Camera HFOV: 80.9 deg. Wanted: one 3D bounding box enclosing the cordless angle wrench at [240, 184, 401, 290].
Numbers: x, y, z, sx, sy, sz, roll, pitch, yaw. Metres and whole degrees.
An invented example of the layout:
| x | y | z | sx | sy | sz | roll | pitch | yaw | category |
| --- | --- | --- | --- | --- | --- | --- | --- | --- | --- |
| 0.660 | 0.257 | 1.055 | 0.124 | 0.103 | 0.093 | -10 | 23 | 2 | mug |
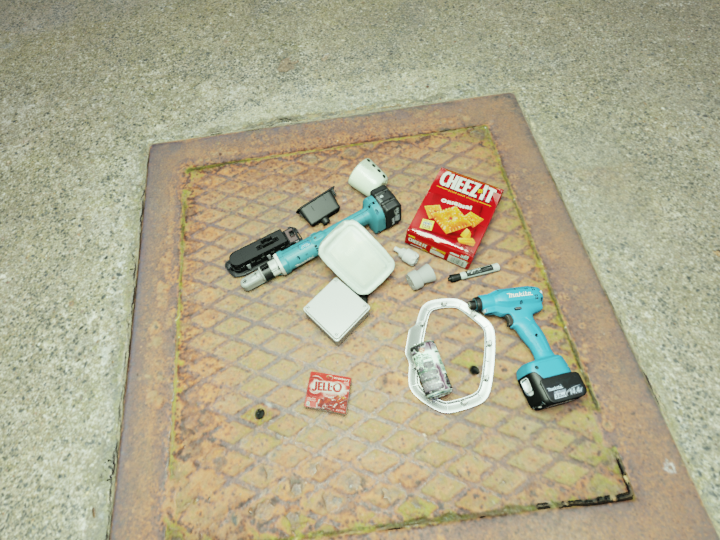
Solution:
| x | y | z | sx | sy | sz | roll | pitch | yaw | category |
| --- | --- | --- | --- | --- | --- | --- | --- | --- | --- |
| -0.100 | -0.065 | 1.022 | 0.421 | 0.094 | 0.078 | -29 | 63 | -6 | cordless angle wrench |

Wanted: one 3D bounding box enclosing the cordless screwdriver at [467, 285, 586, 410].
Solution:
| x | y | z | sx | sy | sz | roll | pitch | yaw | category |
| --- | --- | --- | --- | --- | --- | --- | --- | --- | --- |
| 0.332 | 0.152 | 0.869 | 0.158 | 0.072 | 0.258 | -8 | 59 | -7 | cordless screwdriver |

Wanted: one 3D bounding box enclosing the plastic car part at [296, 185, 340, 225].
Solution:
| x | y | z | sx | sy | sz | roll | pitch | yaw | category |
| --- | --- | --- | --- | --- | --- | --- | --- | --- | --- |
| -0.099 | -0.153 | 1.085 | 0.116 | 0.065 | 0.072 | -36 | 81 | -10 | plastic car part |

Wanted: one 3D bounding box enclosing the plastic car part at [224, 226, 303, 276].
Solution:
| x | y | z | sx | sy | sz | roll | pitch | yaw | category |
| --- | --- | --- | --- | --- | --- | --- | --- | --- | --- |
| -0.241 | -0.049 | 1.044 | 0.202 | 0.065 | 0.068 | -29 | 73 | -6 | plastic car part |

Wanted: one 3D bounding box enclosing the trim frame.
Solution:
| x | y | z | sx | sy | sz | roll | pitch | yaw | category |
| --- | --- | --- | --- | --- | --- | --- | --- | --- | --- |
| 0.191 | 0.174 | 0.903 | 0.188 | 0.026 | 0.251 | 10 | 66 | 12 | trim frame |
